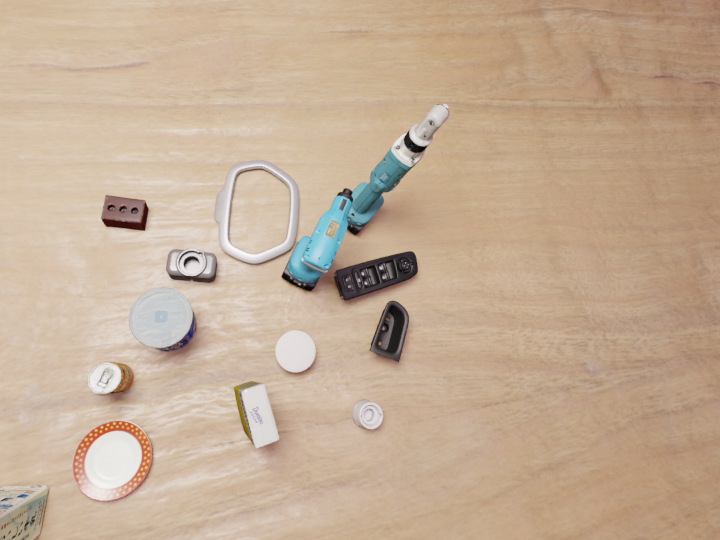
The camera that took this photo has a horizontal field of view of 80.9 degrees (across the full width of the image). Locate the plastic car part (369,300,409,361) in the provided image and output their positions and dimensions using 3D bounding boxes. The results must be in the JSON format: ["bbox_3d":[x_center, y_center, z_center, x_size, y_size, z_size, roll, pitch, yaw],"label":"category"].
[{"bbox_3d":[0.057,0.128,0.900,0.065,0.071,0.117,22,70,-9],"label":"plastic car part"}]

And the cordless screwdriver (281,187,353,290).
[{"bbox_3d":[-0.081,-0.053,0.827,0.073,0.251,0.160,26,70,-10],"label":"cordless screwdriver"}]

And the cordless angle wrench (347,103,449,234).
[{"bbox_3d":[0.048,-0.179,0.801,0.074,0.427,0.097,42,68,-5],"label":"cordless angle wrench"}]

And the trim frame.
[{"bbox_3d":[-0.228,-0.134,0.936,0.180,0.027,0.252,5,73,-12],"label":"trim frame"}]

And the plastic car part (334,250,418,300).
[{"bbox_3d":[0.035,0.011,0.932,0.199,0.067,0.067,-17,81,-18],"label":"plastic car part"}]
